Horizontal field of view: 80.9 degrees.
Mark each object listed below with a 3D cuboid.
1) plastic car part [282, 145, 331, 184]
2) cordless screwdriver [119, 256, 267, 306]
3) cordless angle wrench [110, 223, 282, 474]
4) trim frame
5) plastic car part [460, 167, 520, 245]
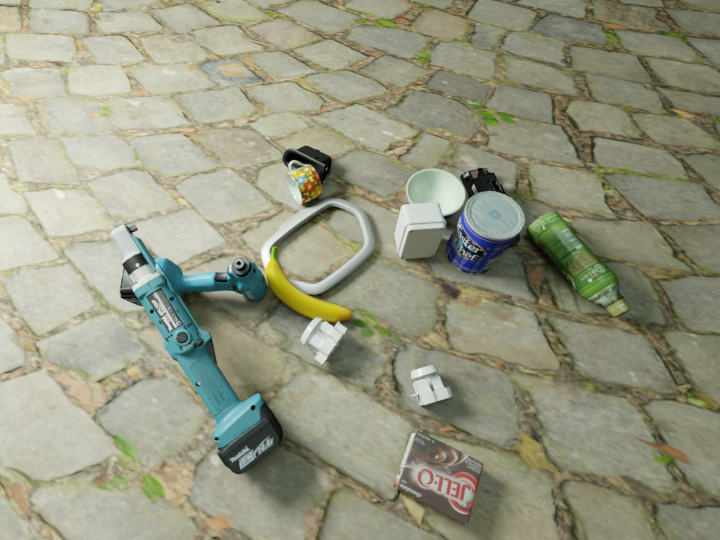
[{"bbox_3d":[-0.112,-0.250,0.958,0.121,0.064,0.070,35,51,20],"label":"plastic car part"},{"bbox_3d":[-0.298,0.014,0.750,0.249,0.156,0.076,0,72,0],"label":"cordless screwdriver"},{"bbox_3d":[-0.275,0.107,0.667,0.097,0.075,0.426,-33,85,-18],"label":"cordless angle wrench"},{"bbox_3d":[-0.084,-0.055,0.863,0.246,0.027,0.191,-40,69,-18],"label":"trim frame"},{"bbox_3d":[0.285,-0.144,0.894,0.065,0.066,0.210,-7,63,-14],"label":"plastic car part"}]
